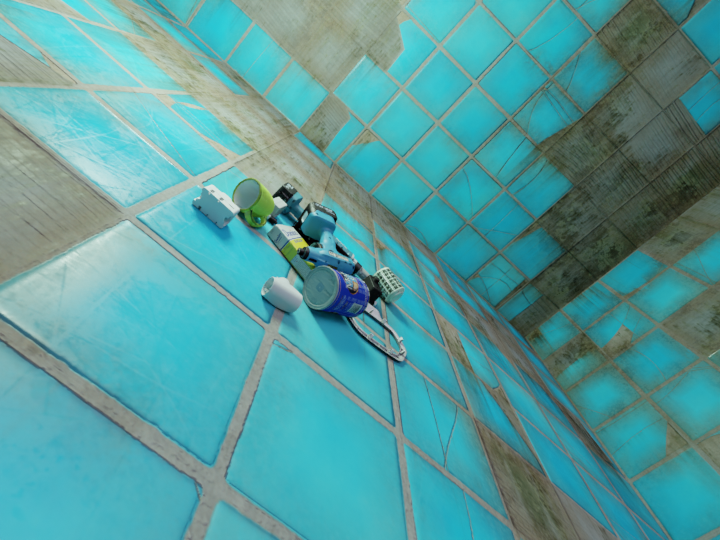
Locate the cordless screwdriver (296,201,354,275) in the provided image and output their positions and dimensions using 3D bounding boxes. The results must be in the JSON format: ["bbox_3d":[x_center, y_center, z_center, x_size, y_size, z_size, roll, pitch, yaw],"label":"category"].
[{"bbox_3d":[-0.116,-0.091,1.138,0.152,0.074,0.260,19,31,-31],"label":"cordless screwdriver"}]

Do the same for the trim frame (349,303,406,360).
[{"bbox_3d":[0.040,0.152,1.156,0.240,0.028,0.190,36,16,-19],"label":"trim frame"}]

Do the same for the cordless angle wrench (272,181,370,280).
[{"bbox_3d":[-0.116,-0.108,1.369,0.419,0.075,0.098,45,16,-5],"label":"cordless angle wrench"}]

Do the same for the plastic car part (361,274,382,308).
[{"bbox_3d":[0.031,0.052,1.309,0.063,0.071,0.121,37,20,-28],"label":"plastic car part"}]

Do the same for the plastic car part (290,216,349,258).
[{"bbox_3d":[-0.127,-0.083,1.301,0.199,0.066,0.068,39,-9,-11],"label":"plastic car part"}]
